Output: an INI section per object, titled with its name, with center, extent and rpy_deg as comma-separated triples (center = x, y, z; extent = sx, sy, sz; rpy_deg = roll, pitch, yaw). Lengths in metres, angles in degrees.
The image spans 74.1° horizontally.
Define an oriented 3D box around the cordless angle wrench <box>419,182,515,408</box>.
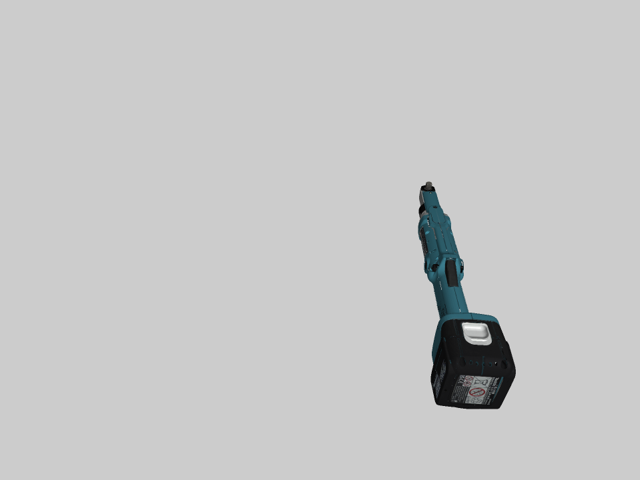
[cordless angle wrench]
center = 0.185, 0.039, 0.634
extent = 0.074, 0.098, 0.421
rpy_deg = 3, 38, 3
